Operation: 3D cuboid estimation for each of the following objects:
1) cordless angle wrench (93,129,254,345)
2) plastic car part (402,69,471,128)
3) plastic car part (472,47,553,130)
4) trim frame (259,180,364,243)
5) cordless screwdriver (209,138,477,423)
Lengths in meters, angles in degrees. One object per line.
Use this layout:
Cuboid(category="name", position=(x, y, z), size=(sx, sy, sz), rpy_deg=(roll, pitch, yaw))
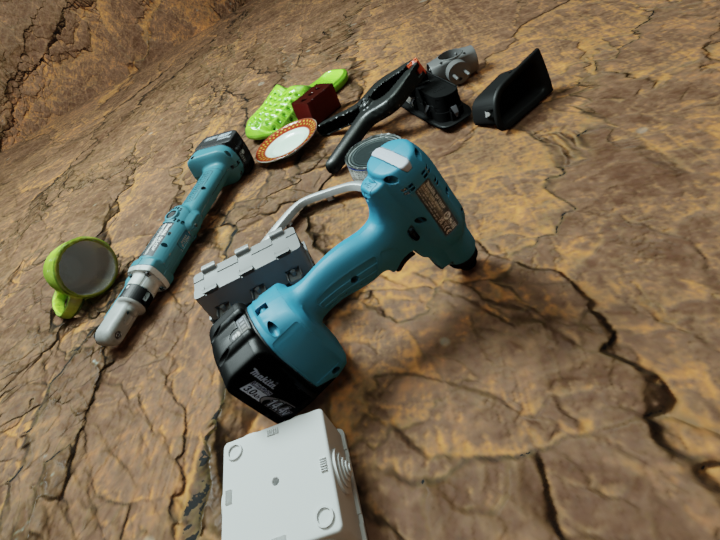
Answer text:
Cuboid(category="cordless angle wrench", position=(-0.281, -0.069, 0.661), size=(0.101, 0.071, 0.430), rpy_deg=(-8, 46, 22))
Cuboid(category="plastic car part", position=(0.111, -0.287, 0.683), size=(0.066, 0.064, 0.213), rpy_deg=(-21, 42, -5))
Cuboid(category="plastic car part", position=(0.200, -0.245, 0.594), size=(0.116, 0.063, 0.074), rpy_deg=(-42, 27, -13))
Cuboid(category="trim frame", position=(-0.052, -0.034, 0.527), size=(0.193, 0.026, 0.248), rpy_deg=(5, 48, 34))
Cuboid(category="cordless screwdriver", position=(-0.004, 0.023, 0.380), size=(0.249, 0.151, 0.078), rpy_deg=(-46, 37, 1))
